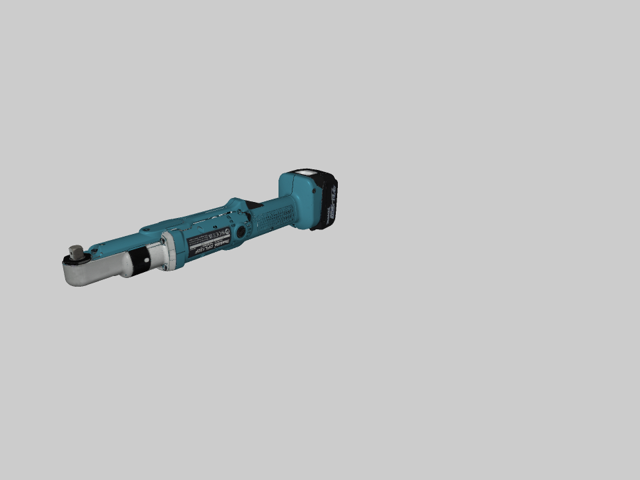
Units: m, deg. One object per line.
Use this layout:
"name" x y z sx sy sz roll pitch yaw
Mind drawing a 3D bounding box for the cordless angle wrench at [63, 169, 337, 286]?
"cordless angle wrench" -0.125 -0.020 0.576 0.074 0.098 0.421 18 26 32
